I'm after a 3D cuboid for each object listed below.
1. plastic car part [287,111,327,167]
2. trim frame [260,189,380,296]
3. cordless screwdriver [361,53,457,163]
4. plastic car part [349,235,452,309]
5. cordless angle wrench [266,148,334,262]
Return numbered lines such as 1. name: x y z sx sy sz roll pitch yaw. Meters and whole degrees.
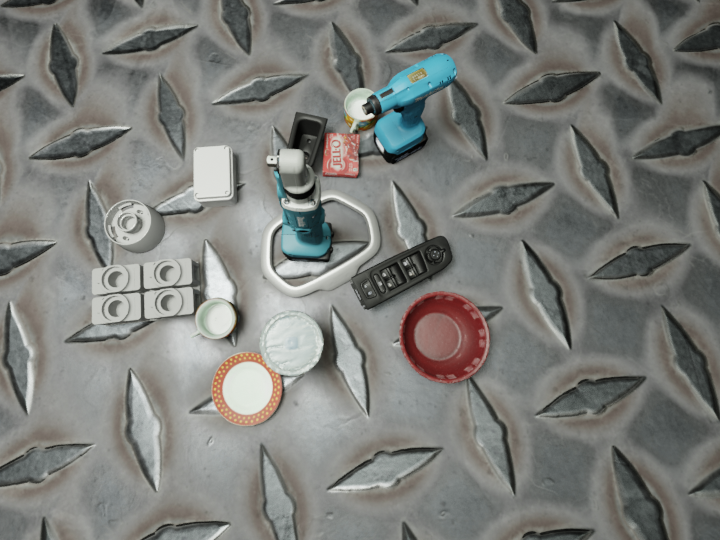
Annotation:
1. plastic car part: -0.111 -0.248 0.854 0.066 0.070 0.117 13 79 0
2. trim frame: -0.081 -0.053 0.833 0.247 0.027 0.188 -30 79 -5
3. cordless screwdriver: 0.066 -0.274 0.767 0.158 0.246 0.075 -29 84 -7
4. plastic car part: 0.080 0.003 0.798 0.202 0.066 0.067 -27 81 -5
5. cordless angle wrench: -0.086 -0.084 0.641 0.098 0.419 0.075 3 81 -4
